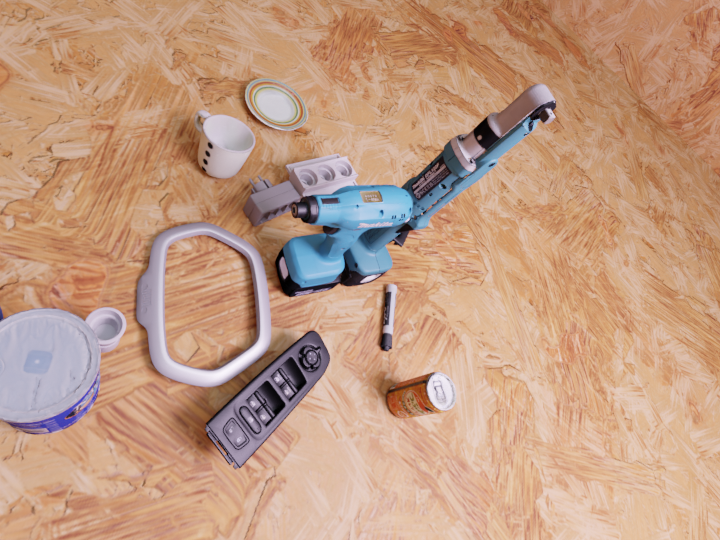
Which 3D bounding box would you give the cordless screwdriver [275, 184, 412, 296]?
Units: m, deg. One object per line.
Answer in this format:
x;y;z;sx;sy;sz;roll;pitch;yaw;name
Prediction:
-0.058;-0.038;0.592;0.153;0.252;0.076;-7;71;-33;cordless screwdriver

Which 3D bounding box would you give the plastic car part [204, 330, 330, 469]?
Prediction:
-0.116;0.162;0.565;0.067;0.068;0.199;48;53;1;plastic car part

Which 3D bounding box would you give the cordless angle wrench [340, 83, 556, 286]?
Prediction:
0.082;-0.097;0.587;0.071;0.428;0.100;-9;72;-34;cordless angle wrench

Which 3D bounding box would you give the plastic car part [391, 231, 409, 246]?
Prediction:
0.026;-0.088;0.777;0.115;0.072;0.066;36;53;-7;plastic car part

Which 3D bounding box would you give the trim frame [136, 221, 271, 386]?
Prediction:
-0.220;0.039;0.605;0.177;0.028;0.256;1;63;-27;trim frame
